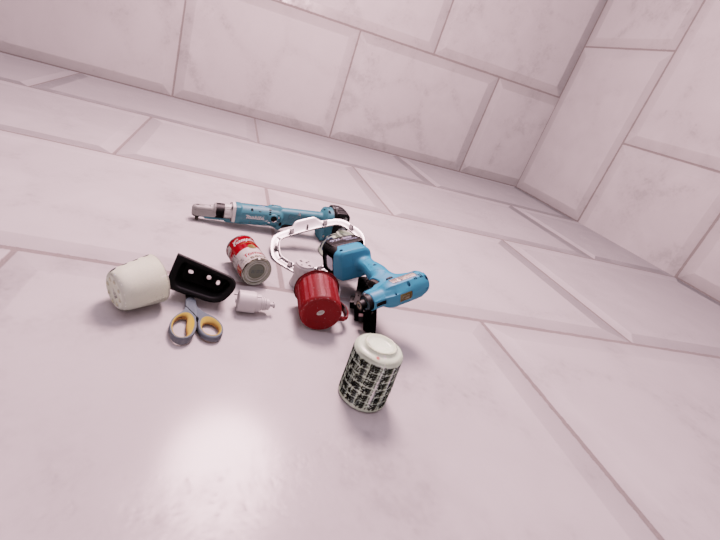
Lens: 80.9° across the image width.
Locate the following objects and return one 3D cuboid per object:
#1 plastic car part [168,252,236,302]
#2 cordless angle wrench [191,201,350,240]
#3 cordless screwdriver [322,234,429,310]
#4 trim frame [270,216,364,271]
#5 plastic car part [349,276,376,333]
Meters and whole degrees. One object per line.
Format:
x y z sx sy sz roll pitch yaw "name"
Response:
-0.293 0.016 0.787 0.113 0.066 0.073 23 2 -15 "plastic car part"
-0.239 -0.147 1.152 0.409 0.096 0.078 4 24 -20 "cordless angle wrench"
0.000 0.006 0.880 0.154 0.072 0.263 -18 30 -30 "cordless screwdriver"
-0.103 -0.068 1.057 0.242 0.027 0.194 -18 49 -20 "trim frame"
0.013 0.063 0.919 0.068 0.064 0.204 -5 24 11 "plastic car part"
